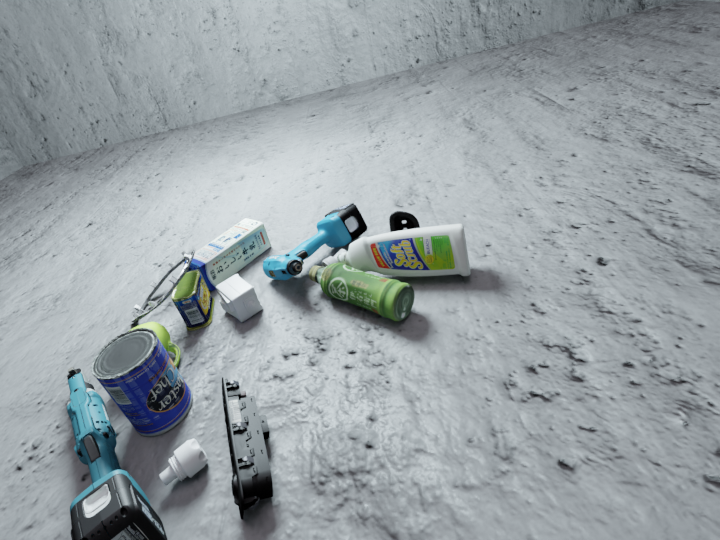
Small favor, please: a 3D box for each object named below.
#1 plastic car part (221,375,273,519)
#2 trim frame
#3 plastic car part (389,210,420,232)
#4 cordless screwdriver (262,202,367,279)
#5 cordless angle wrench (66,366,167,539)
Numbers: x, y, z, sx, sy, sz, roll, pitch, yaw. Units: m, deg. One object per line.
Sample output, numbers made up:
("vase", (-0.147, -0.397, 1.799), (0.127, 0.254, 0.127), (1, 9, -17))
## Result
("plastic car part", (-0.160, 0.240, 0.591), (0.065, 0.065, 0.212), (3, 27, -21))
("trim frame", (-0.435, 0.034, 0.922), (0.256, 0.026, 0.187), (-23, 38, 41))
("plastic car part", (0.096, -0.072, 0.888), (0.067, 0.115, 0.071), (-9, 9, 9))
("cordless screwdriver", (-0.091, -0.060, 0.932), (0.245, 0.073, 0.165), (-37, 17, -24))
("cordless angle wrench", (-0.404, 0.260, 0.643), (0.073, 0.094, 0.447), (-34, 34, -27))
